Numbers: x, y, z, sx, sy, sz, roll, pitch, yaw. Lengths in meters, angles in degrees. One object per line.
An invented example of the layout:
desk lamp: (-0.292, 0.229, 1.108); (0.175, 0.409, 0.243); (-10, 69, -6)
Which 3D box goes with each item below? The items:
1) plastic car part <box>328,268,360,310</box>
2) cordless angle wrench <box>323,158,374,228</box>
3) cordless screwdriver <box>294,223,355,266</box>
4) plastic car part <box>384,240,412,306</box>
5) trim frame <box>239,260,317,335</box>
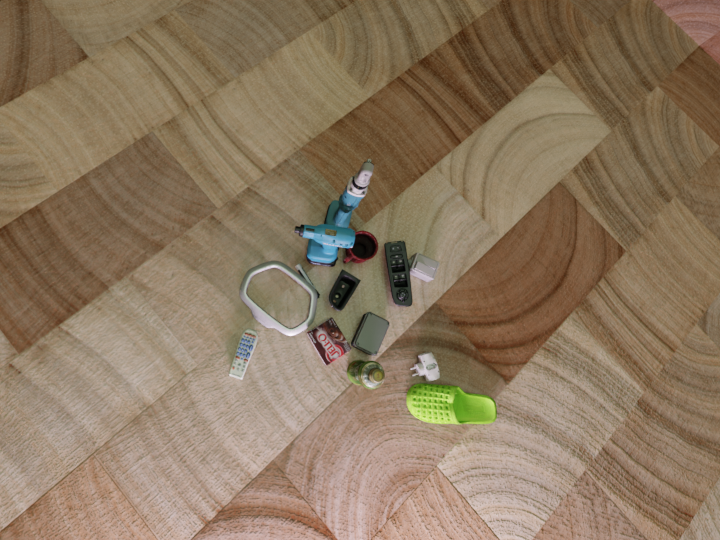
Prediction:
plastic car part: (-0.060, 0.066, 1.271); (0.066, 0.071, 0.116); (31, 74, -3)
cordless angle wrench: (-0.031, -0.193, 1.159); (0.073, 0.425, 0.099); (15, 76, -10)
cordless screwdriver: (-0.118, -0.077, 1.207); (0.157, 0.250, 0.075); (10, 77, -10)
plastic car part: (0.114, 0.014, 1.312); (0.065, 0.067, 0.206); (-6, 77, -12)
trim frame: (-0.243, 0.081, 1.264); (0.249, 0.027, 0.183); (37, 74, 2)
